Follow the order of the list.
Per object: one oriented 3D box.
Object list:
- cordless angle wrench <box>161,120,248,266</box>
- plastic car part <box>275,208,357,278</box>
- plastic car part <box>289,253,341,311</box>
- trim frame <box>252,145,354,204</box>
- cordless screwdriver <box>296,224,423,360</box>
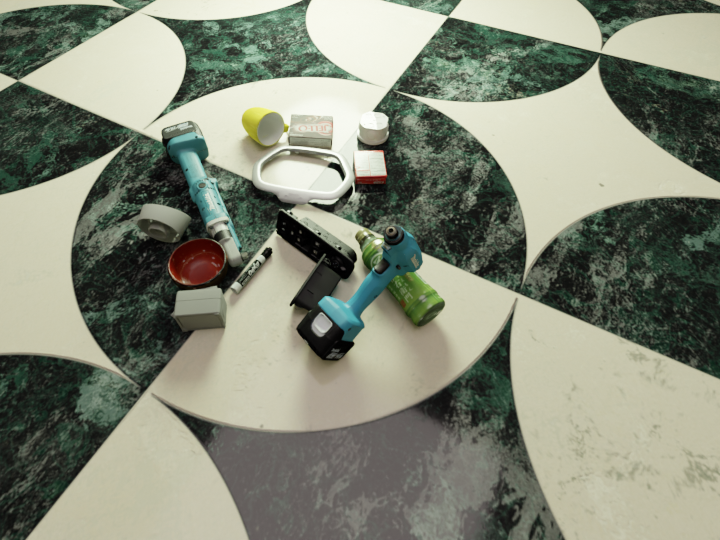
[{"bbox_3d":[-0.348,-0.175,0.950,0.096,0.072,0.442,-23,60,-16],"label":"cordless angle wrench"},{"bbox_3d":[-0.085,-0.056,0.869,0.212,0.065,0.065,38,36,25],"label":"plastic car part"},{"bbox_3d":[-0.078,0.039,0.802,0.071,0.065,0.117,29,62,1],"label":"plastic car part"},{"bbox_3d":[-0.138,-0.231,1.007,0.252,0.027,0.187,10,54,7],"label":"trim frame"},{"bbox_3d":[0.000,0.034,0.701,0.249,0.152,0.078,-47,65,1],"label":"cordless screwdriver"}]
